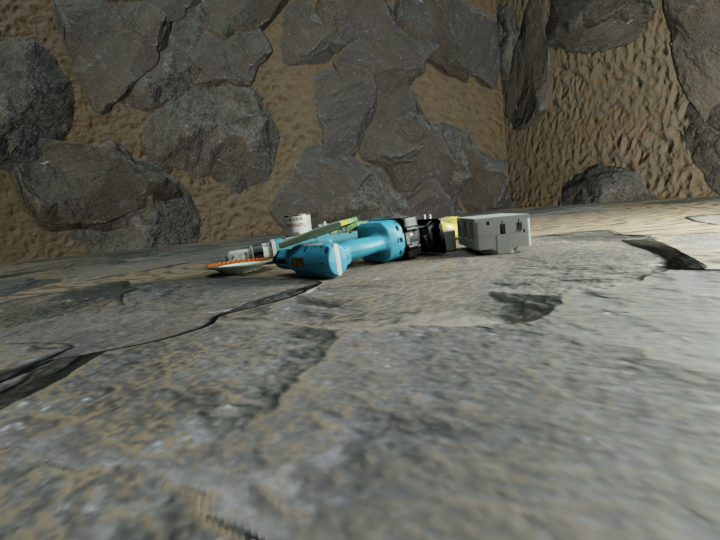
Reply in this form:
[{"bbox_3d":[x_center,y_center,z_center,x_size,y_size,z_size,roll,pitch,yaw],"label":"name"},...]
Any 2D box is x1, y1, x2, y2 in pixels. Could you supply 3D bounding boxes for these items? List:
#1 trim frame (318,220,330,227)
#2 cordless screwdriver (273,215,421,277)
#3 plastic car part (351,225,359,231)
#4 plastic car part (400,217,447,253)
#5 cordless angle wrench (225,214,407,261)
[{"bbox_3d":[-0.005,-0.122,1.284,0.247,0.027,0.187,5,12,-5],"label":"trim frame"},{"bbox_3d":[-0.020,-0.040,0.738,0.239,0.073,0.167,-18,13,-41],"label":"cordless screwdriver"},{"bbox_3d":[0.041,-0.086,1.092,0.115,0.064,0.074,-11,21,-12],"label":"plastic car part"},{"bbox_3d":[0.091,-0.063,0.854,0.066,0.065,0.209,-23,13,-17],"label":"plastic car part"},{"bbox_3d":[-0.094,-0.062,0.965,0.414,0.074,0.101,-10,7,-15],"label":"cordless angle wrench"}]
